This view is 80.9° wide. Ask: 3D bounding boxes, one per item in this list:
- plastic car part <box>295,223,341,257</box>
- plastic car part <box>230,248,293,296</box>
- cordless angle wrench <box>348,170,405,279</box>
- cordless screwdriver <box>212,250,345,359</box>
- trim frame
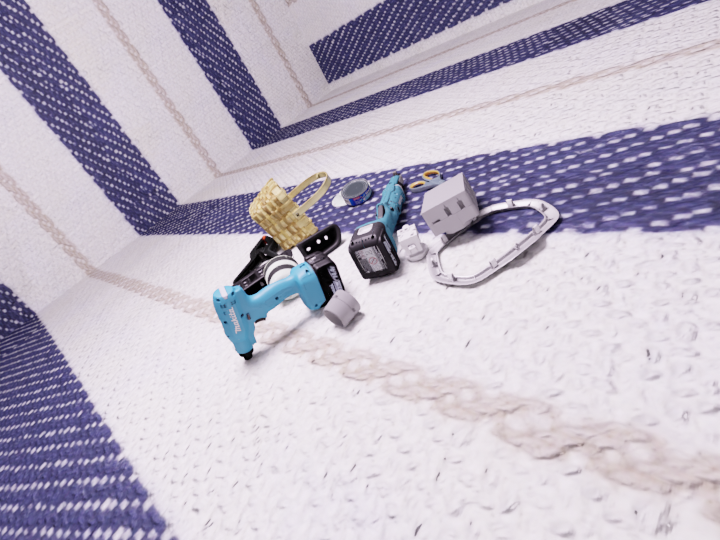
[{"bbox_3d":[-0.105,-0.068,1.069,0.115,0.065,0.073,-35,12,-14],"label":"plastic car part"},{"bbox_3d":[-0.238,0.024,1.034,0.202,0.065,0.069,-40,20,-7],"label":"plastic car part"},{"bbox_3d":[0.063,-0.134,0.981,0.076,0.094,0.426,-19,27,24],"label":"cordless angle wrench"},{"bbox_3d":[-0.154,0.070,0.843,0.244,0.154,0.078,-22,26,-16],"label":"cordless screwdriver"},{"bbox_3d":[0.226,-0.058,0.750,0.247,0.026,0.193,-35,29,-9],"label":"trim frame"}]
